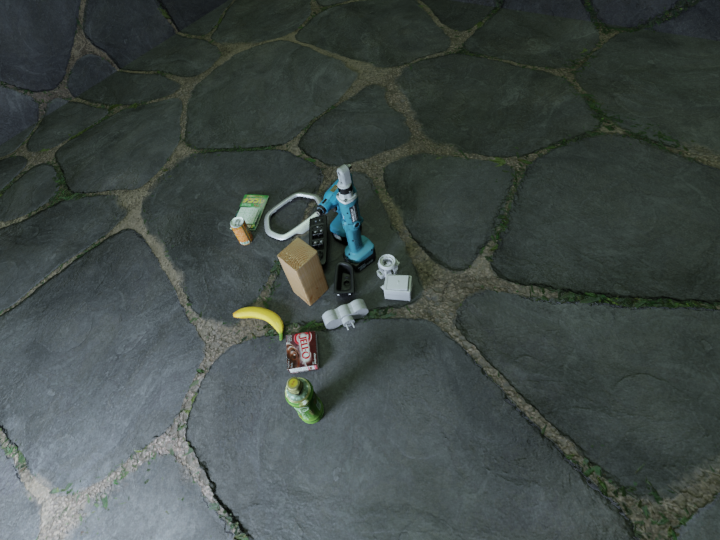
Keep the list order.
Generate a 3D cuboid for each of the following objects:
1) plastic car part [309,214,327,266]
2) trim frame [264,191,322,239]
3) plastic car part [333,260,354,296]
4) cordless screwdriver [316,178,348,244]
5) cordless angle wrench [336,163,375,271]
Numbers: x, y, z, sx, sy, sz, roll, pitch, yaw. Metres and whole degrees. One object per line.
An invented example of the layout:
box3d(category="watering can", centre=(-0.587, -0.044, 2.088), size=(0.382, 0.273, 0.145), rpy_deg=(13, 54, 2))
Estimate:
box3d(category="plastic car part", centre=(-0.143, -0.094, 1.462), size=(0.067, 0.064, 0.209), rpy_deg=(-7, 54, 6))
box3d(category="trim frame", centre=(-0.252, -0.208, 1.594), size=(0.246, 0.026, 0.194), rpy_deg=(-38, 56, -15))
box3d(category="plastic car part", centre=(-0.048, 0.036, 1.344), size=(0.067, 0.068, 0.120), rpy_deg=(-4, 54, 8))
box3d(category="cordless screwdriver", centre=(-0.074, -0.177, 1.397), size=(0.078, 0.238, 0.158), rpy_deg=(27, 63, 25))
box3d(category="cordless angle wrench", centre=(-0.025, -0.151, 1.263), size=(0.097, 0.405, 0.078), rpy_deg=(-35, 57, -16))
